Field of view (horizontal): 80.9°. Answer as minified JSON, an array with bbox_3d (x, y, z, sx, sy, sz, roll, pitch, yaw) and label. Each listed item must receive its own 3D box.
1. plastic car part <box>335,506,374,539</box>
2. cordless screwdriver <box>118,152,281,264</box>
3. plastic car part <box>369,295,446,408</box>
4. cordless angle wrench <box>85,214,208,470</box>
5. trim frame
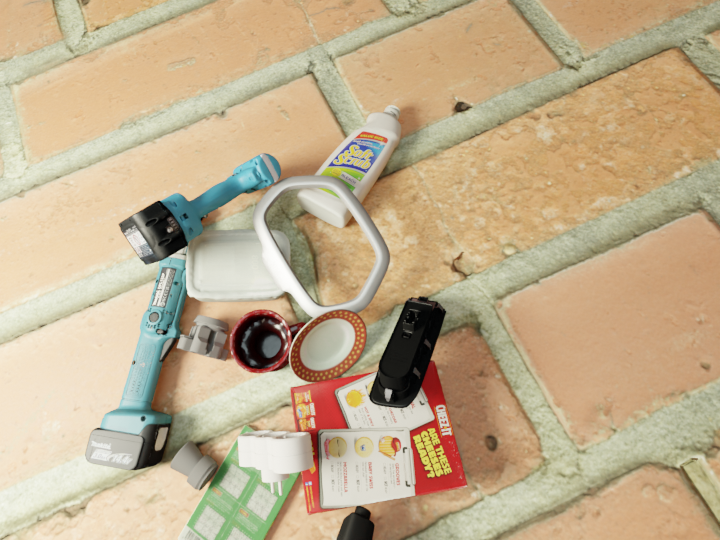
[{"bbox_3d":[-0.007,0.350,0.553,0.067,0.113,0.071,18,50,7],"label":"plastic car part"},{"bbox_3d":[-0.255,-0.105,0.678,0.245,0.166,0.072,-42,113,-34],"label":"cordless screwdriver"},{"bbox_3d":[0.070,0.102,0.598,0.069,0.065,0.203,13,45,17],"label":"plastic car part"},{"bbox_3d":[-0.325,0.084,0.693,0.099,0.072,0.430,5,69,5],"label":"cordless angle wrench"},{"bbox_3d":[-0.066,-0.043,0.670,0.183,0.027,0.253,-32,80,-7],"label":"trim frame"}]
